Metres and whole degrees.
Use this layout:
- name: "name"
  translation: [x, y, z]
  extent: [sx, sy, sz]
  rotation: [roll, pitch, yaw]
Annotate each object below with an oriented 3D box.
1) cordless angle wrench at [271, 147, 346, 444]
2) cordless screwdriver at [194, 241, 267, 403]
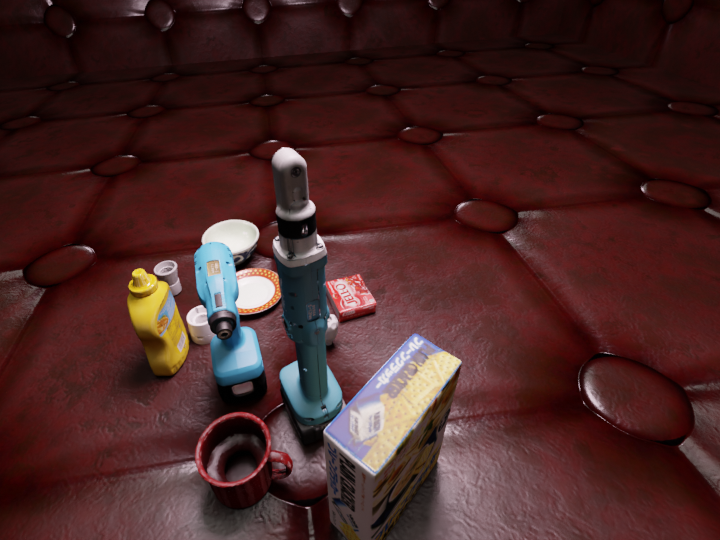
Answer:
- name: "cordless angle wrench"
  translation: [-0.066, 0.055, 0.507]
  extent: [0.072, 0.409, 0.103]
  rotation: [-19, 42, -23]
- name: "cordless screwdriver"
  translation: [-0.182, 0.098, 0.595]
  extent: [0.073, 0.241, 0.167]
  rotation: [-12, 40, -15]
